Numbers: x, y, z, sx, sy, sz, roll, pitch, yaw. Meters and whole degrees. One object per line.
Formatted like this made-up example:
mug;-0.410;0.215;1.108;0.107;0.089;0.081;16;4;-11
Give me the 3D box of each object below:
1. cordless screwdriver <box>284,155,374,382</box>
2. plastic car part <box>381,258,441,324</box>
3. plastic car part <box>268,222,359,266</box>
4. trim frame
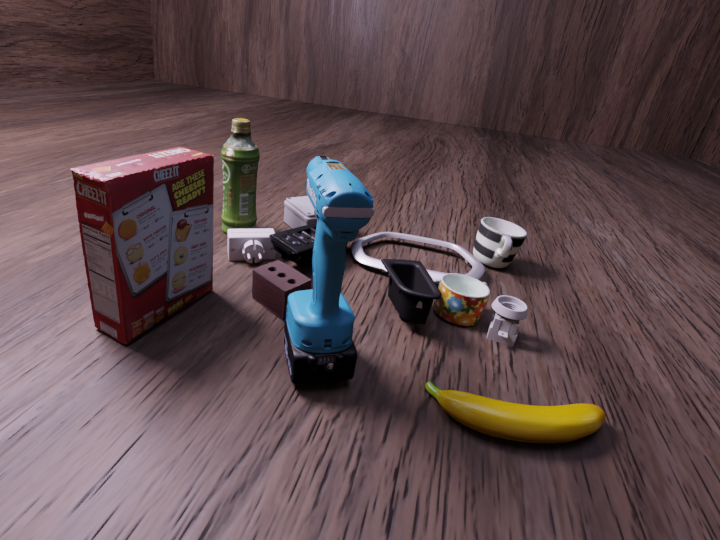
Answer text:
cordless screwdriver;-0.045;-0.004;0.492;0.072;0.244;0.166;0;27;-17
plastic car part;0.071;0.037;0.626;0.065;0.069;0.121;2;27;-11
plastic car part;-0.075;-0.049;0.764;0.070;0.065;0.197;24;32;29
trim frame;0.104;-0.025;0.797;0.254;0.027;0.184;12;28;11
